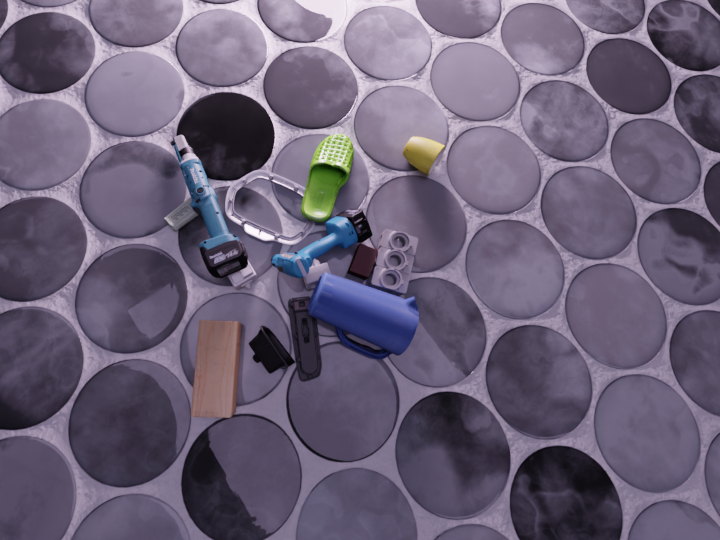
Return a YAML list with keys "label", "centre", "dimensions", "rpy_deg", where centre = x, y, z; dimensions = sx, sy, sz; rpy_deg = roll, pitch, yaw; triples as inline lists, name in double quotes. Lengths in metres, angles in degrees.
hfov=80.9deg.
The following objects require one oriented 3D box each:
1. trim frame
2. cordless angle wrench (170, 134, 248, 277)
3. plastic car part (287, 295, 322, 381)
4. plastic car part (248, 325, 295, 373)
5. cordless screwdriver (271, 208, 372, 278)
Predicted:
- label: "trim frame"
  centre: [-0.236, -0.167, 1.117]
  dimensions: [0.249, 0.027, 0.185]
  rpy_deg: [24, 76, 1]
- label: "cordless angle wrench"
  centre: [-0.394, -0.184, 1.057]
  dimensions: [0.097, 0.072, 0.439]
  rpy_deg: [-24, 67, -10]
- label: "plastic car part"
  centre: [-0.130, 0.163, 1.023]
  dimensions: [0.065, 0.067, 0.206]
  rpy_deg: [-5, 79, -16]
- label: "plastic car part"
  centre: [-0.221, 0.198, 1.011]
  dimensions: [0.071, 0.064, 0.119]
  rpy_deg: [-43, 80, 1]
- label: "cordless screwdriver"
  centre: [-0.103, -0.068, 1.058]
  dimensions: [0.244, 0.167, 0.072]
  rpy_deg: [-35, 114, -24]
